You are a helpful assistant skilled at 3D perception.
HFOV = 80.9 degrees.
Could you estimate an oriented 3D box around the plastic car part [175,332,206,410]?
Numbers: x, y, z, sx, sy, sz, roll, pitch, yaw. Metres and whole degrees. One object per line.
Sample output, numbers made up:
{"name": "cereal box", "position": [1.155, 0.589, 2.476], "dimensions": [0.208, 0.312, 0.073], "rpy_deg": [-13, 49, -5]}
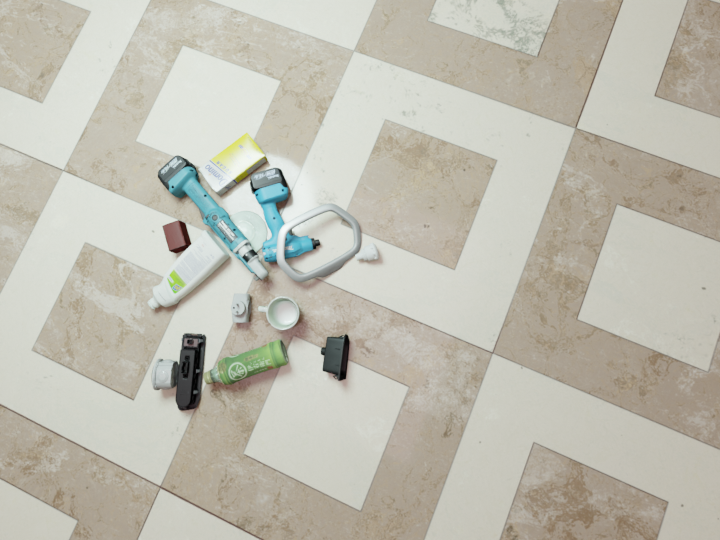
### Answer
{"name": "plastic car part", "position": [-0.457, 0.273, 1.127], "dimensions": [0.066, 0.067, 0.204], "rpy_deg": [3, 85, -6]}

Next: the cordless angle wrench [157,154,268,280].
{"name": "cordless angle wrench", "position": [-0.393, -0.139, 1.162], "dimensions": [0.098, 0.073, 0.432], "rpy_deg": [-42, 78, -1]}

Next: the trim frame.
{"name": "trim frame", "position": [-0.111, -0.073, 1.138], "dimensions": [0.245, 0.028, 0.181], "rpy_deg": [-29, 99, -15]}

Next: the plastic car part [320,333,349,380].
{"name": "plastic car part", "position": [-0.070, 0.224, 1.110], "dimensions": [0.073, 0.063, 0.118], "rpy_deg": [1, 79, 16]}

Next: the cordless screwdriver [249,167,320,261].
{"name": "cordless screwdriver", "position": [-0.212, -0.157, 1.166], "dimensions": [0.157, 0.075, 0.250], "rpy_deg": [-13, 85, -8]}
